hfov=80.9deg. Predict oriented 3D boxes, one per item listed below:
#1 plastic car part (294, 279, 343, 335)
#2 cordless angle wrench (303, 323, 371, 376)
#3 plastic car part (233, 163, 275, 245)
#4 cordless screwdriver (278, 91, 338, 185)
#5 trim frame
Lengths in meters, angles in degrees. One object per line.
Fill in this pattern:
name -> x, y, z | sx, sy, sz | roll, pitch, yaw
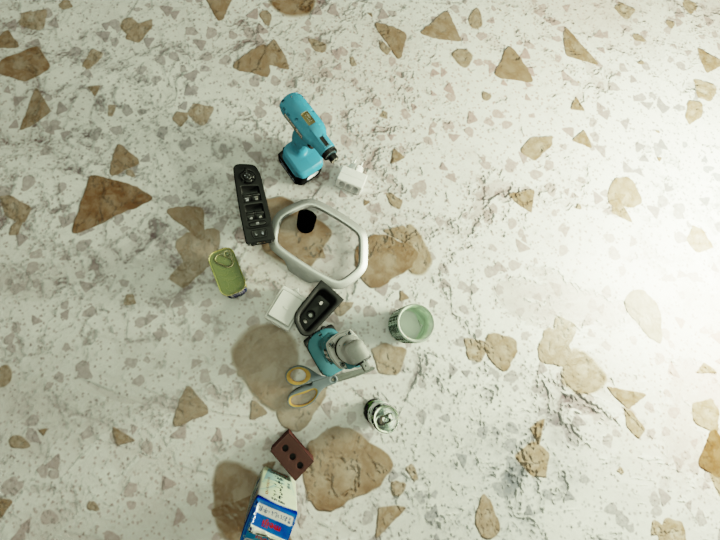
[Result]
plastic car part -> -0.102, 0.089, 0.927 | 0.066, 0.071, 0.116 | 40, 76, 2
cordless angle wrench -> -0.040, 0.139, 0.739 | 0.073, 0.422, 0.099 | -30, 86, -14
plastic car part -> -0.248, -0.151, 0.977 | 0.065, 0.067, 0.206 | -12, 78, -10
cordless screwdriver -> -0.113, -0.257, 0.921 | 0.073, 0.248, 0.161 | -35, 85, -14
trim frame -> -0.097, -0.063, 0.988 | 0.250, 0.027, 0.184 | 31, 76, 3
